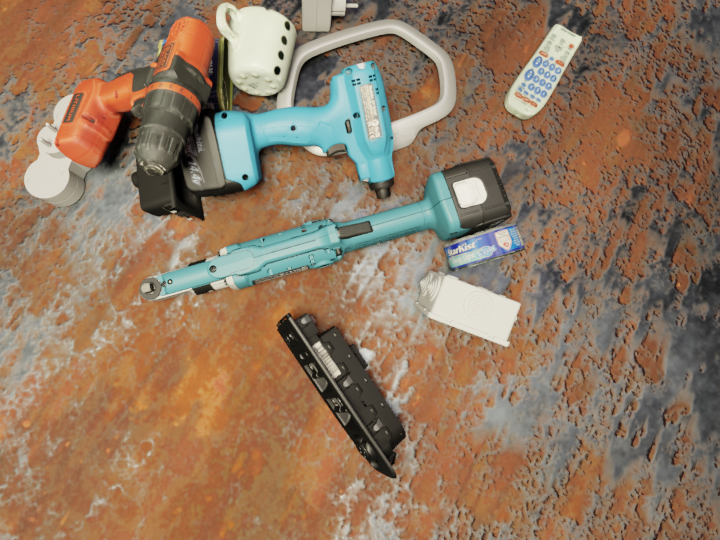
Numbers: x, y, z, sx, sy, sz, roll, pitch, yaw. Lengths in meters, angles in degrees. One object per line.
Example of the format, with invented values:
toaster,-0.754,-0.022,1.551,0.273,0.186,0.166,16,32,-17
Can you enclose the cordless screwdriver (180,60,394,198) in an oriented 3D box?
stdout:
cordless screwdriver,-0.083,-0.139,0.507,0.248,0.076,0.155,-14,107,-1

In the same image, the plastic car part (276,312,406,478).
plastic car part,-0.017,0.130,0.476,0.065,0.067,0.206,-26,79,-34

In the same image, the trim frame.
trim frame,0.008,-0.243,0.566,0.246,0.027,0.187,-21,79,-8

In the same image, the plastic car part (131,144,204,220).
plastic car part,-0.245,-0.113,0.519,0.072,0.064,0.119,-18,77,7

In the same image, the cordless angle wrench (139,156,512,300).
cordless angle wrench,-0.048,-0.032,0.495,0.423,0.097,0.075,-16,83,-1
